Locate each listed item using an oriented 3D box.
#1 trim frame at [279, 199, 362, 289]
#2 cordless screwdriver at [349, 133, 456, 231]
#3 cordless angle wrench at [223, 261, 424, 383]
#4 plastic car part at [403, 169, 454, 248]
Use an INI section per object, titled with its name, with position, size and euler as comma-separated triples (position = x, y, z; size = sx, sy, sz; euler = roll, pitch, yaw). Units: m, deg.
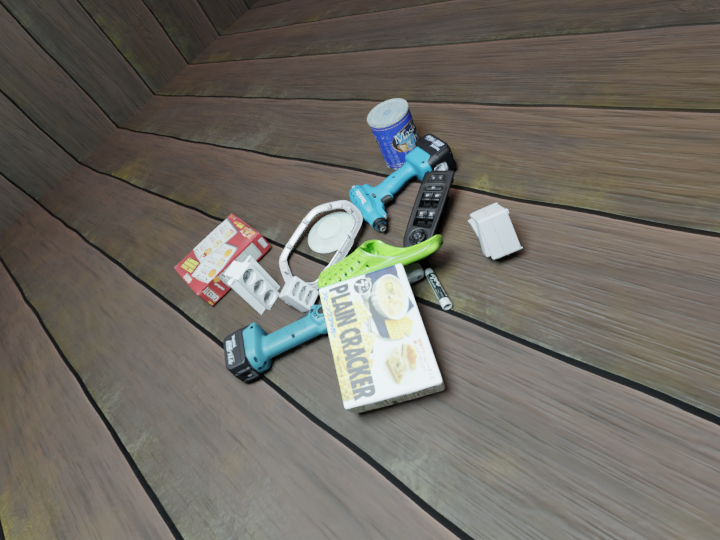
[trim frame]
position = -0.096, -0.063, 0.985
size = 0.195, 0.026, 0.248
euler = 25, 76, 38
[cordless screwdriver]
position = 0.103, -0.197, 0.974
size = 0.250, 0.070, 0.167
euler = -34, 45, 6
[cordless angle wrench]
position = -0.069, 0.092, 0.838
size = 0.425, 0.070, 0.102
euler = -26, 45, 6
[plastic car part]
position = 0.142, -0.114, 0.882
size = 0.069, 0.063, 0.204
euler = 10, 64, 27
